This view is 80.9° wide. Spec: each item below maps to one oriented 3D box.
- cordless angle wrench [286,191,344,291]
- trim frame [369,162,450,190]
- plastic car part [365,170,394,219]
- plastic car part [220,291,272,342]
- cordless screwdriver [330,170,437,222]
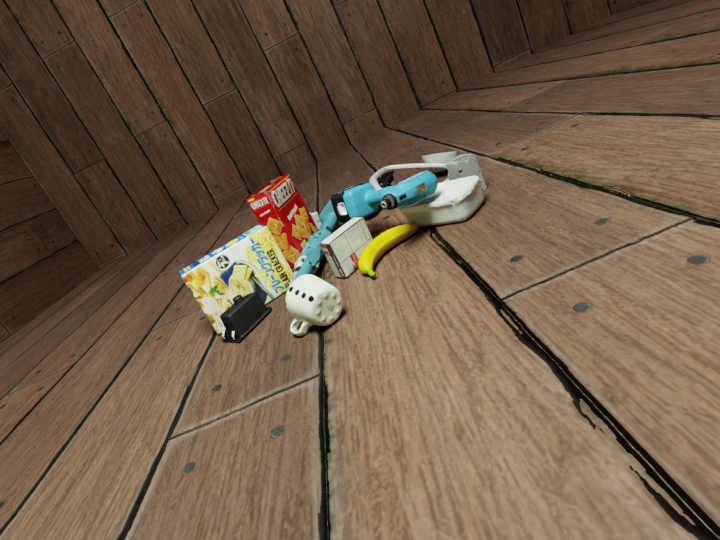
[{"bbox_3d":[-0.104,-0.068,1.059,0.098,0.073,0.426,-49,12,34],"label":"cordless angle wrench"},{"bbox_3d":[0.145,-0.257,1.175,0.258,0.026,0.185,1,43,24],"label":"trim frame"},{"bbox_3d":[0.044,-0.213,1.229,0.069,0.064,0.202,-4,35,34],"label":"plastic car part"},{"bbox_3d":[-0.249,0.089,0.889,0.069,0.068,0.115,-7,31,41],"label":"plastic car part"},{"bbox_3d":[0.029,-0.156,0.934,0.155,0.073,0.260,-31,18,-37],"label":"cordless screwdriver"}]
